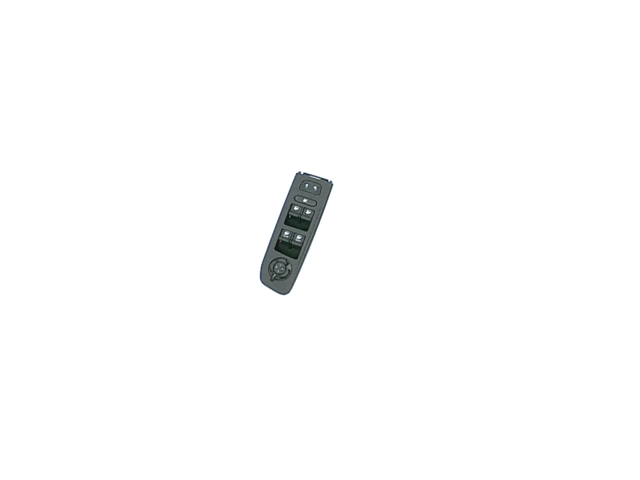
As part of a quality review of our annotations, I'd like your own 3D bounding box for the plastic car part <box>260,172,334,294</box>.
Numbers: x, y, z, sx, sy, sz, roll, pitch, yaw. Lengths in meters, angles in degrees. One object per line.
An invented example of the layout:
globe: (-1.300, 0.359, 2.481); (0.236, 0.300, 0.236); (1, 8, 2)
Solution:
plastic car part: (-0.043, -0.009, 0.707); (0.066, 0.202, 0.067); (21, -16, 0)
